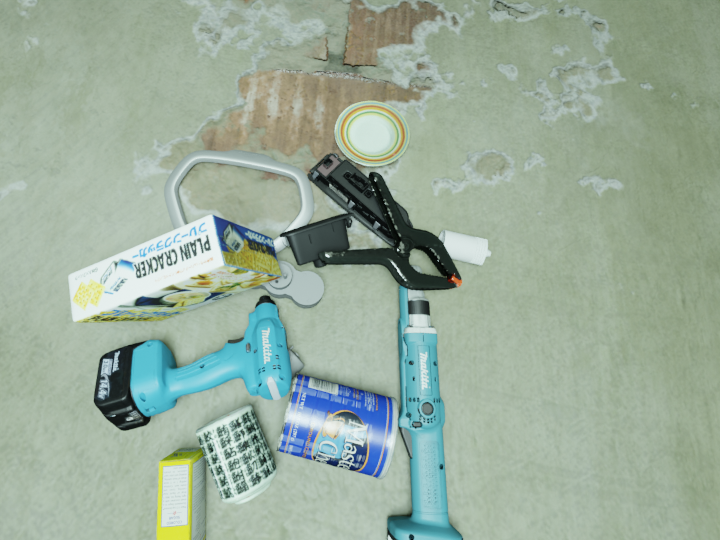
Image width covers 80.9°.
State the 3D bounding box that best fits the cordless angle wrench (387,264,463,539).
[{"bbox_3d":[0.085,0.196,0.596,0.097,0.073,0.431,1,71,-5],"label":"cordless angle wrench"}]

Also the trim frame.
[{"bbox_3d":[-0.200,-0.119,0.698,0.249,0.027,0.186,8,74,1],"label":"trim frame"}]

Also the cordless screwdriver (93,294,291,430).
[{"bbox_3d":[-0.225,0.119,0.589,0.248,0.071,0.166,-12,44,-4],"label":"cordless screwdriver"}]

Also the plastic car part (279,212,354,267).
[{"bbox_3d":[-0.064,-0.042,0.659,0.114,0.068,0.070,-24,100,-22],"label":"plastic car part"}]

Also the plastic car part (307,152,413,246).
[{"bbox_3d":[0.008,-0.123,0.694,0.206,0.067,0.066,43,68,6],"label":"plastic car part"}]
